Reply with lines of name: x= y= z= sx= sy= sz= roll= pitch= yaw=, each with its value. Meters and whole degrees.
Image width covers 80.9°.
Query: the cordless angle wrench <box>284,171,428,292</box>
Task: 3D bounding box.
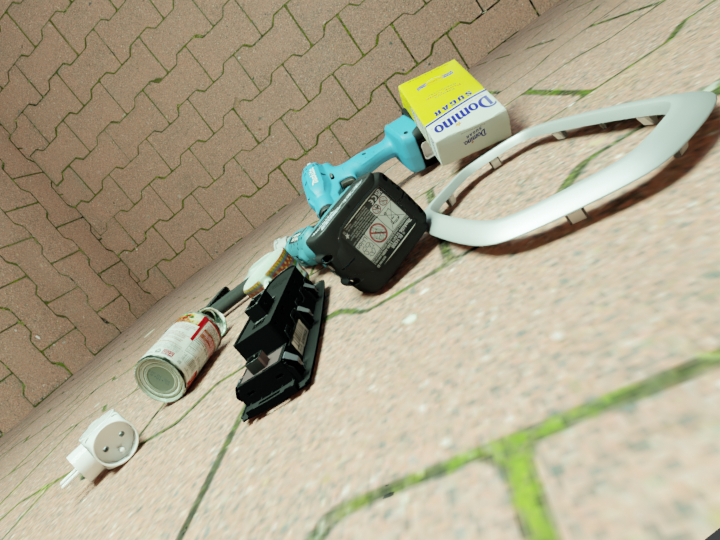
cordless angle wrench: x=-0.055 y=-0.036 z=0.563 sx=0.098 sy=0.073 sz=0.433 roll=-52 pitch=15 yaw=-11

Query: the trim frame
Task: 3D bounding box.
trim frame: x=0.139 y=-0.081 z=0.345 sx=0.184 sy=0.027 sz=0.253 roll=-39 pitch=14 yaw=-1

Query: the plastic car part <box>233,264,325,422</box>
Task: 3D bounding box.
plastic car part: x=-0.076 y=0.047 z=0.401 sx=0.067 sy=0.066 sz=0.204 roll=-42 pitch=11 yaw=14

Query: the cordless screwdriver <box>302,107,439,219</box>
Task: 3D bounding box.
cordless screwdriver: x=0.028 y=-0.164 z=0.666 sx=0.250 sy=0.070 sz=0.166 roll=-27 pitch=39 yaw=6
